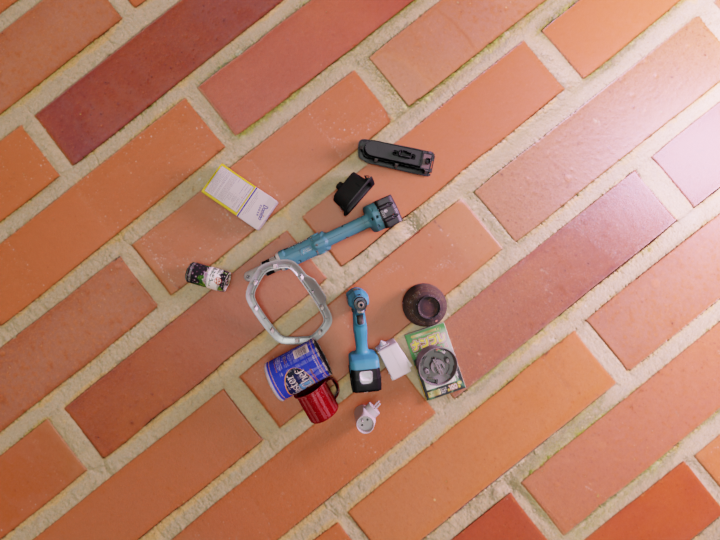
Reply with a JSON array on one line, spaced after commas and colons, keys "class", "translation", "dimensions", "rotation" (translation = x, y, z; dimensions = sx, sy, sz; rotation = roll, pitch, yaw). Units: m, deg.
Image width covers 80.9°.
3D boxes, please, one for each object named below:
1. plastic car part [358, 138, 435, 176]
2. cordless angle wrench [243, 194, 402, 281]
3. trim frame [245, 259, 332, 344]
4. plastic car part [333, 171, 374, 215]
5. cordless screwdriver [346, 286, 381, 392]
[{"class": "plastic car part", "translation": [0.091, -0.295, 1.088], "dimensions": [0.204, 0.067, 0.066], "rotation": [13, 97, 3]}, {"class": "cordless angle wrench", "translation": [-0.105, -0.068, 1.070], "dimensions": [0.424, 0.098, 0.074], "rotation": [-25, 95, 3]}, {"class": "trim frame", "translation": [-0.179, 0.086, 1.066], "dimensions": [0.185, 0.028, 0.243], "rotation": [-29, 103, 8]}, {"class": "plastic car part", "translation": [-0.027, -0.207, 1.090], "dimensions": [0.073, 0.064, 0.116], "rotation": [44, 92, 14]}, {"class": "cordless screwdriver", "translation": [0.004, 0.170, 1.026], "dimensions": [0.074, 0.160, 0.248], "rotation": [-5, 92, -4]}]
